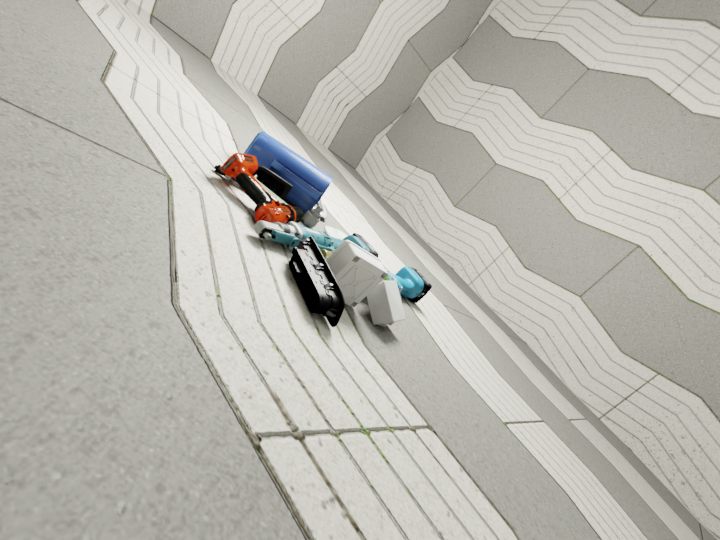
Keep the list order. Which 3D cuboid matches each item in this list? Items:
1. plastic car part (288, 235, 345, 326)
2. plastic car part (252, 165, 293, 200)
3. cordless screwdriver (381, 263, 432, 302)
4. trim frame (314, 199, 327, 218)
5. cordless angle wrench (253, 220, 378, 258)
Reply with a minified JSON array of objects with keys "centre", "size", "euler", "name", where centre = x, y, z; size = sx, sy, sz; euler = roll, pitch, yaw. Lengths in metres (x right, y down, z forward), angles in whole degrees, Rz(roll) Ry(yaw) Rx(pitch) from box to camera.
[{"centre":[-0.087,0.013,0.768],"size":[0.063,0.066,0.214],"euler":[16,28,-41],"name":"plastic car part"},{"centre":[-0.243,-0.226,1.096],"size":[0.113,0.066,0.073],"euler":[35,1,-14],"name":"plastic car part"},{"centre":[0.100,0.018,1.241],"size":[0.167,0.074,0.236],"euler":[49,20,28],"name":"cordless screwdriver"},{"centre":[-0.174,-0.239,1.373],"size":[0.177,0.027,0.258],"euler":[35,14,-23],"name":"trim frame"},{"centre":[-0.094,-0.062,0.966],"size":[0.102,0.074,0.402],"euler":[49,18,25],"name":"cordless angle wrench"}]
